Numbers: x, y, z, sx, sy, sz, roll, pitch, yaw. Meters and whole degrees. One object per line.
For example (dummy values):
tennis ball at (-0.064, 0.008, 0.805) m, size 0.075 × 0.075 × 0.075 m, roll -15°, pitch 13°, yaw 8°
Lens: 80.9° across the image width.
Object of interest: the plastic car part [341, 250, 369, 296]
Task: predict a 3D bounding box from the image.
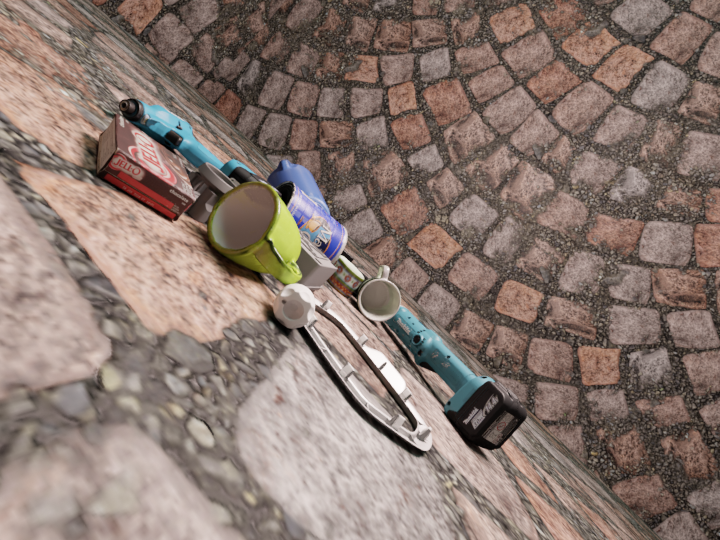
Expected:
plastic car part at (-0.037, -0.001, 0.942) m, size 0.198 × 0.067 × 0.068 m, roll 45°, pitch -2°, yaw -13°

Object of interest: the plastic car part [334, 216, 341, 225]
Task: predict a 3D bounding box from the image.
plastic car part at (-0.085, -0.056, 0.869) m, size 0.073 × 0.113 × 0.066 m, roll 59°, pitch -30°, yaw 18°

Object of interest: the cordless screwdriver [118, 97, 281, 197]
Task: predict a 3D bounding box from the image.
cordless screwdriver at (-0.246, -0.169, 0.650) m, size 0.253 × 0.074 × 0.156 m, roll 40°, pitch 6°, yaw 8°

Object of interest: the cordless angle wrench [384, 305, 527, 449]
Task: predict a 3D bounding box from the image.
cordless angle wrench at (0.124, 0.146, 0.816) m, size 0.070 × 0.098 × 0.445 m, roll 36°, pitch 5°, yaw -34°

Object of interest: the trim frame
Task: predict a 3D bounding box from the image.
trim frame at (-0.002, 0.108, 0.515) m, size 0.263 × 0.027 × 0.174 m, roll 45°, pitch 4°, yaw 38°
